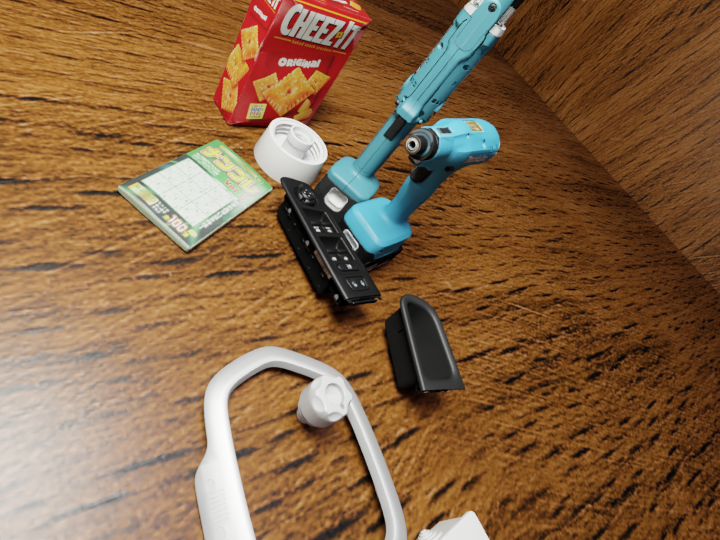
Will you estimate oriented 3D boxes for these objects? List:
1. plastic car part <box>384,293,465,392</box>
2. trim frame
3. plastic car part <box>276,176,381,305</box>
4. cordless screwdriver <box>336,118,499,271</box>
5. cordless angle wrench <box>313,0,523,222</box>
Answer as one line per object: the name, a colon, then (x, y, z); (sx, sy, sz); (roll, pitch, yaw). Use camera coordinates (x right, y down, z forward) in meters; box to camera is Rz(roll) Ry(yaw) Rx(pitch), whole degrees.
plastic car part: (0.063, 0.096, 0.512); (0.063, 0.071, 0.121); (10, 50, -33)
trim frame: (-0.052, 0.184, 0.379); (0.176, 0.028, 0.258); (-2, 56, -39)
plastic car part: (-0.053, -0.035, 0.544); (0.063, 0.067, 0.211); (-5, 58, -42)
cordless screwdriver: (0.044, -0.086, 0.522); (0.153, 0.251, 0.076); (-19, 71, -47)
cordless angle wrench: (0.076, -0.216, 0.528); (0.074, 0.427, 0.097); (42, 40, -4)
